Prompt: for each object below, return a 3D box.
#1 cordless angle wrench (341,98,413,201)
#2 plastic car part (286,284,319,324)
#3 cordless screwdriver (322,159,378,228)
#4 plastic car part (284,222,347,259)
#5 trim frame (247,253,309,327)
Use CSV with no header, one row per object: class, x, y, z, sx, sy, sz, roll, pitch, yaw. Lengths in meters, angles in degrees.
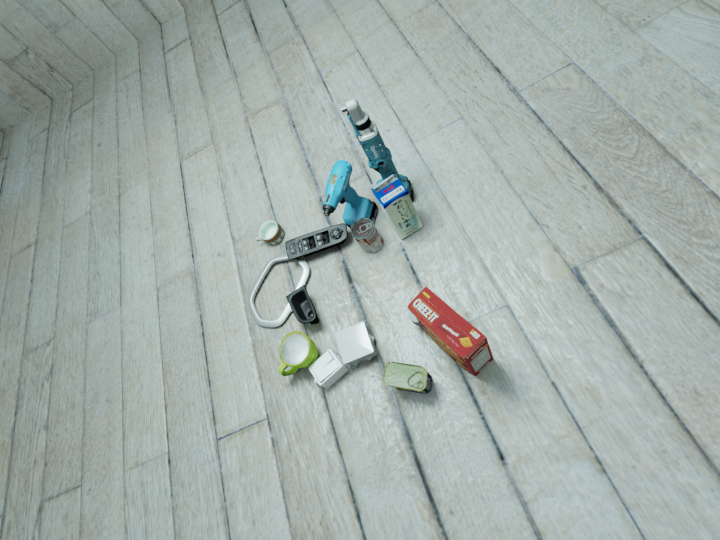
cordless angle wrench,0.048,-0.302,1.121,0.100,0.401,0.077,-16,62,15
plastic car part,-0.155,0.113,1.217,0.066,0.067,0.122,-34,57,6
cordless screwdriver,-0.034,-0.180,1.200,0.078,0.236,0.160,9,71,25
plastic car part,-0.127,-0.083,1.300,0.206,0.063,0.069,-20,60,15
trim frame,-0.254,0.058,1.314,0.194,0.026,0.249,20,76,31
